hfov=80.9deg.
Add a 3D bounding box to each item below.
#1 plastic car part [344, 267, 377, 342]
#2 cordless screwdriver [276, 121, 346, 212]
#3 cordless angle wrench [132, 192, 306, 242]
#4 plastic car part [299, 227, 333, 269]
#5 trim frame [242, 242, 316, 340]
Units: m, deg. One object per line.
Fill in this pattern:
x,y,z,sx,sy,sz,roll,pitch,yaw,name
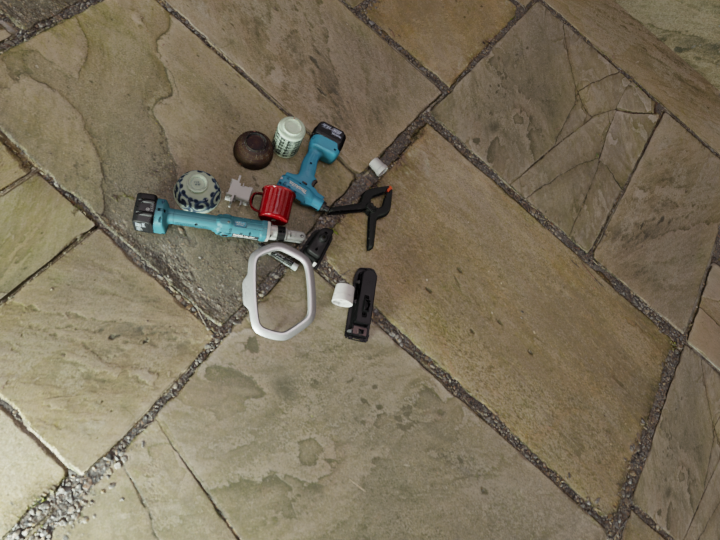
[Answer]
0.007,0.080,1.113,0.066,0.067,0.206,12,65,-8,plastic car part
-0.115,-0.291,1.205,0.158,0.075,0.249,29,69,-6,cordless screwdriver
-0.341,-0.113,1.066,0.410,0.099,0.075,8,74,-18,cordless angle wrench
-0.110,-0.072,1.126,0.065,0.072,0.117,32,68,-8,plastic car part
-0.204,0.050,1.067,0.180,0.028,0.252,-3,79,-14,trim frame
